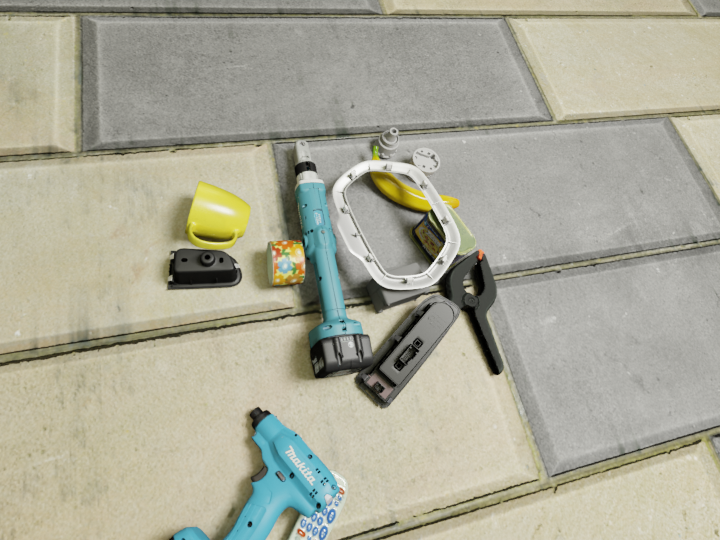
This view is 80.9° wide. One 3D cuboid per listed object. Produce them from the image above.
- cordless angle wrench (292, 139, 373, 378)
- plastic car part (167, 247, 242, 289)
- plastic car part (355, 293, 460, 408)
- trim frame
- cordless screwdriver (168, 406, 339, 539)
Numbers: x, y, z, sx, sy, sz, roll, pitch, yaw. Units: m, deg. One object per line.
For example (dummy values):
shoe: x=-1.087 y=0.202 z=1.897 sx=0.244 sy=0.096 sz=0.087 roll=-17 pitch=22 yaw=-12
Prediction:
cordless angle wrench: x=-0.069 y=-0.045 z=0.706 sx=0.072 sy=0.098 sz=0.436 roll=-4 pitch=66 yaw=-19
plastic car part: x=-0.246 y=-0.009 z=0.666 sx=0.115 sy=0.070 sz=0.067 roll=0 pitch=71 yaw=-9
plastic car part: x=0.080 y=0.116 z=0.661 sx=0.068 sy=0.065 sz=0.202 roll=39 pitch=76 yaw=13
trim frame: x=0.055 y=-0.085 z=0.701 sx=0.183 sy=0.027 sz=0.256 roll=-22 pitch=70 yaw=-7
cordless screwdriver: x=-0.166 y=0.311 z=0.544 sx=0.166 sy=0.072 sz=0.245 roll=38 pitch=64 yaw=25
